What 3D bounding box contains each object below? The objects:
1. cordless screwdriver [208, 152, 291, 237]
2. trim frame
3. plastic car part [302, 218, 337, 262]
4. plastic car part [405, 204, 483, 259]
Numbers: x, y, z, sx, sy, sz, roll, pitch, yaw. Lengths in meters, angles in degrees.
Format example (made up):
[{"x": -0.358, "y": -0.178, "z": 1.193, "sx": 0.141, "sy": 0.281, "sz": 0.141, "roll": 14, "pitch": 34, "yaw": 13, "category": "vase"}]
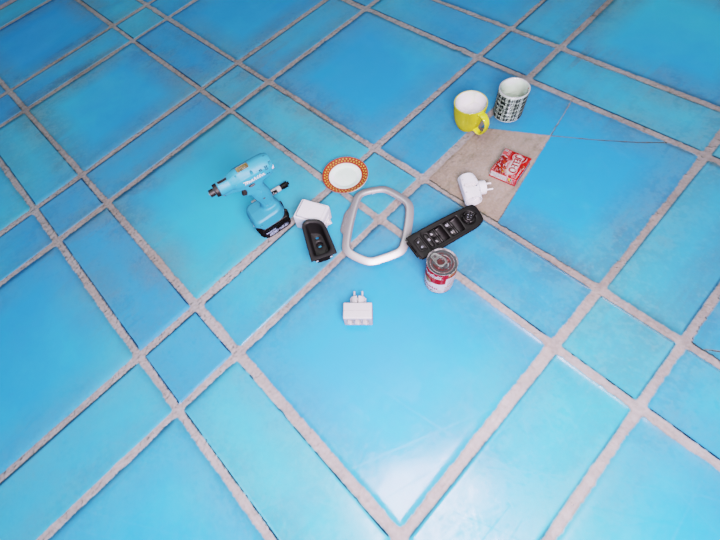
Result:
[{"x": -0.269, "y": -0.170, "z": 1.051, "sx": 0.158, "sy": 0.240, "sz": 0.078, "roll": -31, "pitch": 64, "yaw": -10, "category": "cordless screwdriver"}, {"x": 0.041, "y": -0.120, "z": 1.094, "sx": 0.188, "sy": 0.026, "sz": 0.252, "roll": 6, "pitch": 63, "yaw": 12, "category": "trim frame"}, {"x": -0.104, "y": -0.068, "z": 1.066, "sx": 0.066, "sy": 0.068, "sz": 0.121, "roll": -19, "pitch": 61, "yaw": -3, "category": "plastic car part"}, {"x": 0.208, "y": -0.088, "z": 1.027, "sx": 0.201, "sy": 0.064, "sz": 0.069, "roll": -31, "pitch": 63, "yaw": -8, "category": "plastic car part"}]
